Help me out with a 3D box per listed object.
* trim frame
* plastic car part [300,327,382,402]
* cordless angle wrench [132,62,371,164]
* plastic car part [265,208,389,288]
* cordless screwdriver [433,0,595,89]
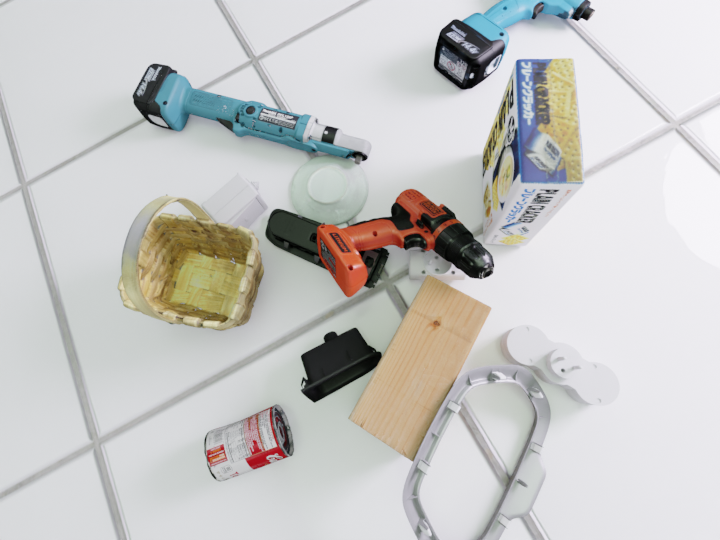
[{"bbox_3d":[0.149,0.230,0.507,0.178,0.028,0.248,35,77,-19],"label":"trim frame"},{"bbox_3d":[-0.036,0.123,0.594,0.116,0.063,0.074,-31,59,-4],"label":"plastic car part"},{"bbox_3d":[-0.185,-0.260,0.729,0.433,0.072,0.098,18,77,12],"label":"cordless angle wrench"},{"bbox_3d":[-0.063,-0.041,0.647,0.210,0.065,0.066,23,89,17],"label":"plastic car part"},{"bbox_3d":[0.252,-0.402,0.700,0.165,0.072,0.247,43,80,17],"label":"cordless screwdriver"}]
